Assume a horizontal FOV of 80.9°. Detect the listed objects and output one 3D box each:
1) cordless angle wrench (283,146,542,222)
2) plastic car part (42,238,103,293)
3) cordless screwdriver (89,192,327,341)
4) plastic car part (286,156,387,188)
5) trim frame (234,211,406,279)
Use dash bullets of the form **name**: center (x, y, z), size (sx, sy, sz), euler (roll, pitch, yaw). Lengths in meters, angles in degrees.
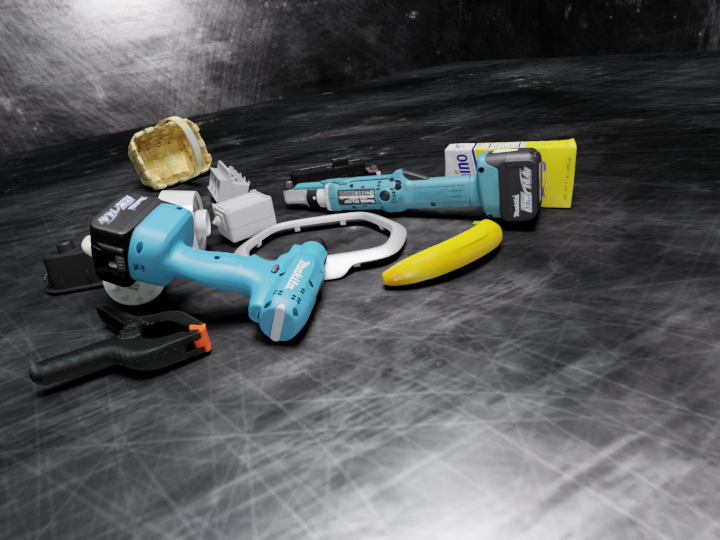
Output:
- **cordless angle wrench**: center (0.050, -0.127, 0.677), size (0.442, 0.096, 0.073), euler (3, 20, 30)
- **plastic car part**: center (-0.415, -0.012, 0.621), size (0.116, 0.069, 0.068), euler (-8, 26, -5)
- **cordless screwdriver**: center (-0.162, -0.021, 0.488), size (0.251, 0.073, 0.160), euler (17, 36, 4)
- **plastic car part**: center (-0.054, -0.184, 0.835), size (0.202, 0.064, 0.069), euler (-14, 35, -3)
- **trim frame**: center (-0.059, -0.039, 0.605), size (0.249, 0.027, 0.189), euler (-7, 28, 1)
